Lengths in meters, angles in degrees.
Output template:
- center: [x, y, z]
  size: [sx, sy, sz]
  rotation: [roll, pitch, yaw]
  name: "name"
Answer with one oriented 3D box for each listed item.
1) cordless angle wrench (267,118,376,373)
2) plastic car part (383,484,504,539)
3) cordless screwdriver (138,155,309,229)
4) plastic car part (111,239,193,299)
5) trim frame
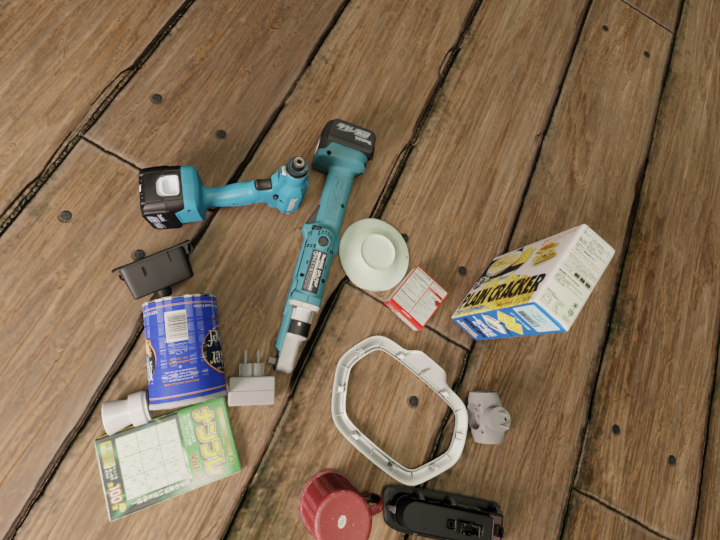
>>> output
- center: [-0.068, -0.045, 0.697]
  size: [0.096, 0.075, 0.427]
  rotation: [17, 74, -11]
  name: "cordless angle wrench"
- center: [0.130, 0.376, 0.633]
  size: [0.201, 0.067, 0.067]
  rotation: [16, 80, -6]
  name: "plastic car part"
- center: [-0.200, -0.124, 0.638]
  size: [0.244, 0.160, 0.075]
  rotation: [-6, 80, -14]
  name: "cordless screwdriver"
- center: [-0.300, 0.005, 0.636]
  size: [0.115, 0.068, 0.070]
  rotation: [-28, 100, -16]
  name: "plastic car part"
- center: [0.065, 0.219, 0.677]
  size: [0.249, 0.027, 0.183]
  rotation: [40, 69, 1]
  name: "trim frame"
